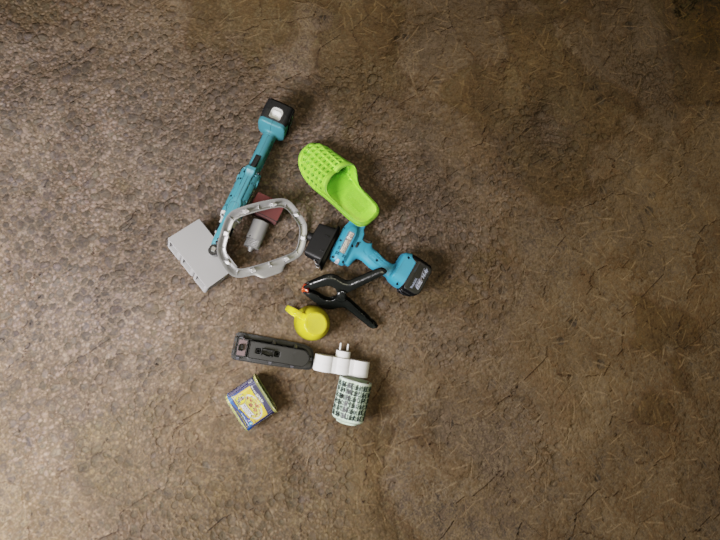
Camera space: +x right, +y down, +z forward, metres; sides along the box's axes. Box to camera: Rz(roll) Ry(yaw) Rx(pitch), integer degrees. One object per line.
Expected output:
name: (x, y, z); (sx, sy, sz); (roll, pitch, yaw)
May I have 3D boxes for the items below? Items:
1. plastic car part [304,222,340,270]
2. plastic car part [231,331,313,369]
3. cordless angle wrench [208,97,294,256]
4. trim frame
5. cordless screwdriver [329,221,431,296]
plastic car part: (-0.106, -0.069, 1.083); (0.072, 0.064, 0.117); (21, 75, 7)
plastic car part: (-0.207, 0.198, 1.023); (0.200, 0.067, 0.067); (12, 74, -9)
cordless angle wrench: (-0.276, -0.226, 1.043); (0.073, 0.098, 0.425); (22, 74, -8)
trim frame: (-0.230, -0.076, 1.024); (0.240, 0.029, 0.180); (-20, 112, -36)
cordless screwdriver: (0.060, -0.045, 1.092); (0.249, 0.074, 0.159); (27, 78, 0)
